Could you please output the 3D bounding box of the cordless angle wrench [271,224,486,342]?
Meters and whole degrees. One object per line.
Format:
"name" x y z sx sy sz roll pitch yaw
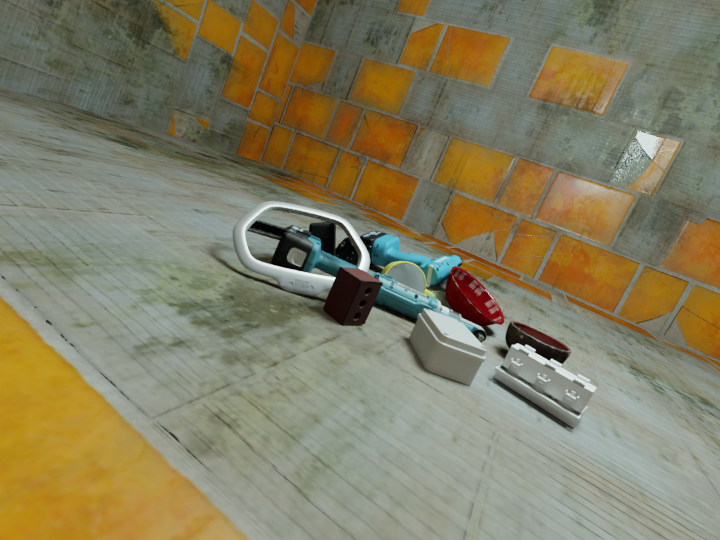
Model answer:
"cordless angle wrench" 0.039 0.035 0.805 0.425 0.074 0.098 25 12 2

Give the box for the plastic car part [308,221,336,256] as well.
"plastic car part" -0.089 -0.058 0.912 0.070 0.114 0.068 -4 16 -9

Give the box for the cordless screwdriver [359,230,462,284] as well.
"cordless screwdriver" 0.125 -0.038 1.083 0.263 0.073 0.153 20 26 36

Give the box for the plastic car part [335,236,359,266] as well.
"plastic car part" -0.020 -0.031 0.998 0.065 0.066 0.210 29 9 -20

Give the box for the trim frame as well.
"trim frame" -0.100 -0.042 0.740 0.242 0.027 0.190 11 50 -15
